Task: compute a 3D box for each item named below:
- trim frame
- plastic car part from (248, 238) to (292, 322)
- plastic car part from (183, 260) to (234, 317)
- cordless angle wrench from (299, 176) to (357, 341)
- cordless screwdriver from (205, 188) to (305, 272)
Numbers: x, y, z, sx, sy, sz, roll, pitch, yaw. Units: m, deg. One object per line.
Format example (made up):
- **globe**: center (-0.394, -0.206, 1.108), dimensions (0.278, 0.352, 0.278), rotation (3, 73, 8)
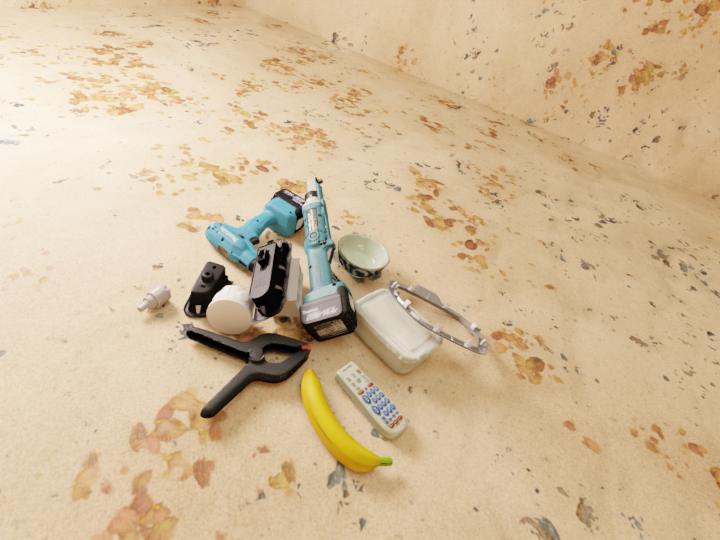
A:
- **trim frame**: center (0.159, 0.089, 0.858), dimensions (0.241, 0.027, 0.190), rotation (25, 18, -16)
- **plastic car part**: center (-0.169, 0.004, 0.786), dimensions (0.067, 0.064, 0.210), rotation (-14, 43, 7)
- **plastic car part**: center (-0.287, 0.027, 0.797), dimensions (0.066, 0.070, 0.119), rotation (15, 35, -3)
- **cordless angle wrench**: center (-0.088, -0.058, 0.902), dimensions (0.099, 0.070, 0.439), rotation (-19, 49, 9)
- **cordless screwdriver**: center (-0.210, -0.090, 0.969), dimensions (0.165, 0.073, 0.243), rotation (34, 45, 19)
